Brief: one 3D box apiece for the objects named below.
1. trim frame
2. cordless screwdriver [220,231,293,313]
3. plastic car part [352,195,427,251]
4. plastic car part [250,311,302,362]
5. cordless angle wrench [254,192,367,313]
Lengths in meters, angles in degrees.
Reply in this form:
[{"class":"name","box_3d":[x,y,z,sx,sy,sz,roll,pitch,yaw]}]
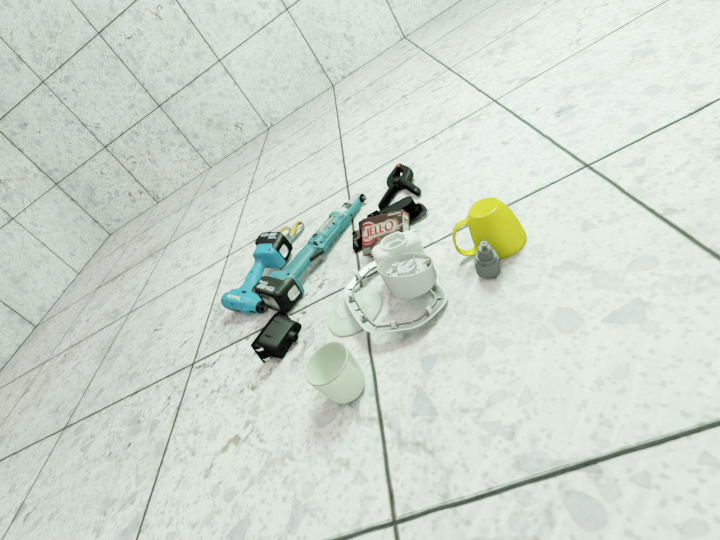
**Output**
[{"class":"trim frame","box_3d":[0.061,0.036,0.830,0.183,0.026,0.260,-27,30,-4]},{"class":"cordless screwdriver","box_3d":[-0.266,0.009,1.162,0.167,0.070,0.250,4,55,36]},{"class":"plastic car part","box_3d":[0.060,-0.122,1.028,0.207,0.064,0.067,-23,25,18]},{"class":"plastic car part","box_3d":[-0.171,0.144,0.919,0.074,0.063,0.116,11,50,34]},{"class":"cordless angle wrench","box_3d":[-0.109,-0.072,1.119,0.103,0.071,0.421,10,51,38]}]
